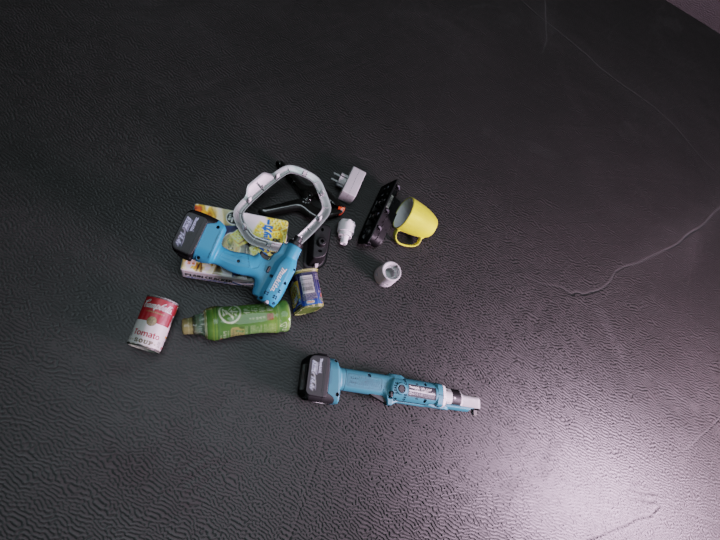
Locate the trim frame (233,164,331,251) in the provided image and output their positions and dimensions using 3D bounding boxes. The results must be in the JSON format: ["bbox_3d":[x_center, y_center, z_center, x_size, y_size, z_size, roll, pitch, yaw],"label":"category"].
[{"bbox_3d":[-0.176,-0.148,0.972,0.186,0.027,0.246,40,64,5],"label":"trim frame"}]

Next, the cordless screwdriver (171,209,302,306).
[{"bbox_3d":[-0.249,-0.048,0.874,0.244,0.075,0.159,28,76,-9],"label":"cordless screwdriver"}]

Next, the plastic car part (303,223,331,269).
[{"bbox_3d":[-0.098,-0.064,1.006,0.065,0.071,0.119,10,65,-13],"label":"plastic car part"}]

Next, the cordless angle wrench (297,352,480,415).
[{"bbox_3d":[0.077,0.263,0.929,0.413,0.075,0.100,12,68,-13],"label":"cordless angle wrench"}]

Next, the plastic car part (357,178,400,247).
[{"bbox_3d":[0.053,-0.137,1.086,0.064,0.069,0.203,44,60,-28],"label":"plastic car part"}]
